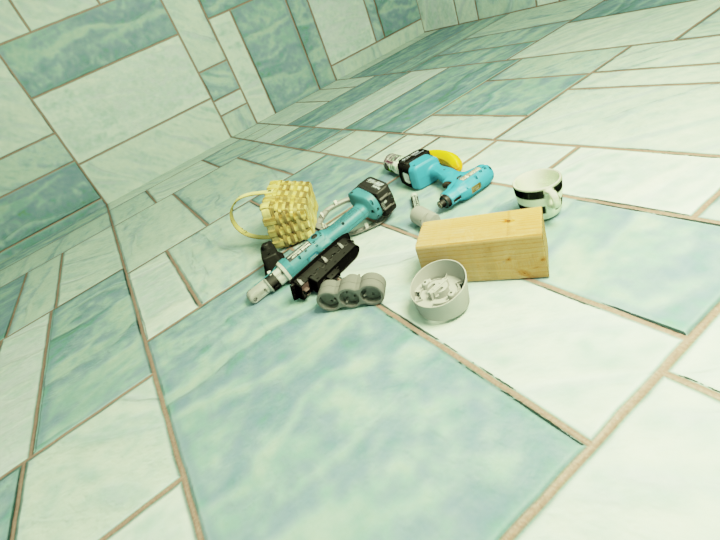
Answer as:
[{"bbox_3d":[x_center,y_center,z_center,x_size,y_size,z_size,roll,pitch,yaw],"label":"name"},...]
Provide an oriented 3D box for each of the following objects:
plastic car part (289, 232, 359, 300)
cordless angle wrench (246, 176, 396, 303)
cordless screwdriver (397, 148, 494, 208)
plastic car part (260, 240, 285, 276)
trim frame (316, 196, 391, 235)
[{"bbox_3d":[-0.069,-0.010,0.933,0.071,0.063,0.201,17,50,33],"label":"plastic car part"},{"bbox_3d":[-0.099,-0.065,1.010,0.420,0.070,0.104,-41,40,-11],"label":"cordless angle wrench"},{"bbox_3d":[0.188,-0.230,1.072,0.157,0.071,0.263,-35,37,-16],"label":"cordless screwdriver"},{"bbox_3d":[-0.227,-0.036,1.070,0.066,0.068,0.122,-26,34,-5],"label":"plastic car part"},{"bbox_3d":[-0.020,-0.157,1.146,0.181,0.026,0.262,-39,33,-24],"label":"trim frame"}]
